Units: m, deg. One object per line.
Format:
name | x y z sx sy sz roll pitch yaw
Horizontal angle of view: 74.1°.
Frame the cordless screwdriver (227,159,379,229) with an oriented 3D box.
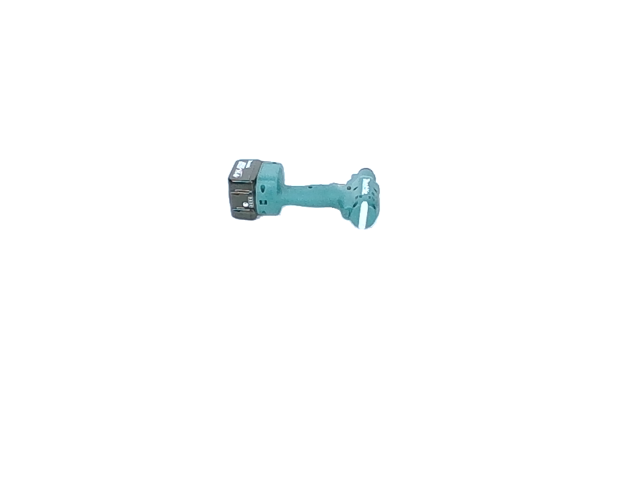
cordless screwdriver | -0.024 -0.091 0.725 0.249 0.074 0.158 6 35 4
